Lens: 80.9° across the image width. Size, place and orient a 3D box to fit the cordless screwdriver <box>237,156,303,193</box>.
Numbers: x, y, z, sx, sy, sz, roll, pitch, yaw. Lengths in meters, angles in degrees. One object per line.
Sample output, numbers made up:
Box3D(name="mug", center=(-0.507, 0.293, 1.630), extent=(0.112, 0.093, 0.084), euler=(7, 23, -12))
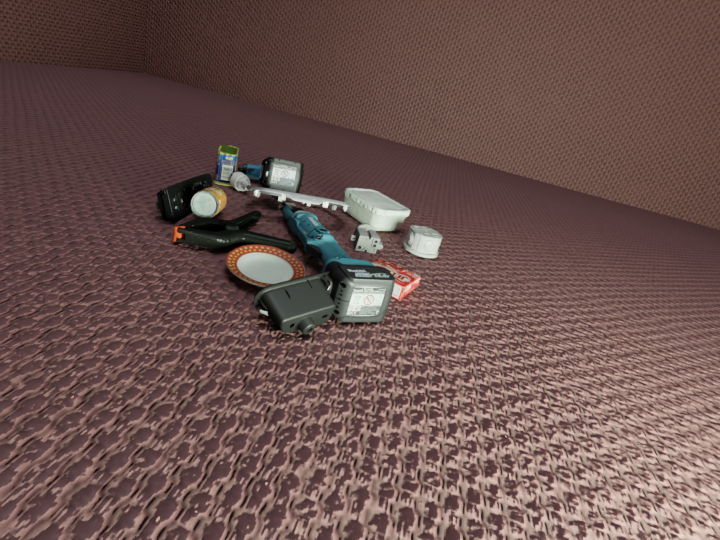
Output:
Box3D(name="cordless screwdriver", center=(-0.233, -0.248, 1.080), extent=(0.155, 0.074, 0.257), euler=(8, 10, -16))

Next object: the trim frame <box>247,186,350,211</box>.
Box3D(name="trim frame", center=(-0.143, -0.167, 0.993), extent=(0.242, 0.027, 0.189), euler=(10, 5, -16))

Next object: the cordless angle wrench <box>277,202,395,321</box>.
Box3D(name="cordless angle wrench", center=(-0.077, -0.050, 0.787), extent=(0.094, 0.073, 0.445), euler=(3, 24, -27))

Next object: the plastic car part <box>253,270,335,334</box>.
Box3D(name="plastic car part", center=(-0.082, 0.053, 0.577), extent=(0.112, 0.065, 0.074), euler=(-14, 51, -42))

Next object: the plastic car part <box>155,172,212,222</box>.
Box3D(name="plastic car part", center=(-0.365, -0.154, 0.876), extent=(0.068, 0.064, 0.203), euler=(-7, 22, 13))
